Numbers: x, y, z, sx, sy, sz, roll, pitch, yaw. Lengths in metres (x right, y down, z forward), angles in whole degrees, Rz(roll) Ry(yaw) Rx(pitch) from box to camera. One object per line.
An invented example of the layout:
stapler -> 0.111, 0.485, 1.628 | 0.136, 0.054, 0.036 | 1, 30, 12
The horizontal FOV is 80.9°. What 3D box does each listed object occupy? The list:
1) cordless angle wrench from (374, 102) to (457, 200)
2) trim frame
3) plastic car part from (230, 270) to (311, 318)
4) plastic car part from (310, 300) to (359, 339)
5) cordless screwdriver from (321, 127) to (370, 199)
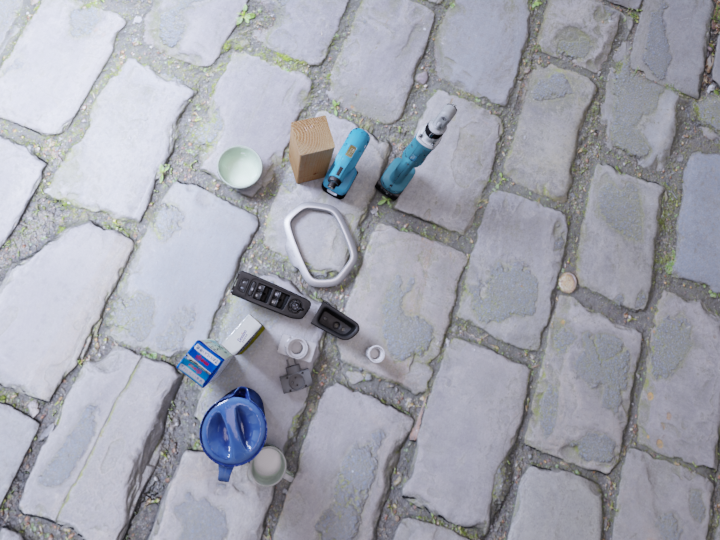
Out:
cordless angle wrench -> 0.131, -0.279, 1.021 | 0.074, 0.424, 0.098 | 36, 77, -4
trim frame -> -0.113, -0.074, 1.157 | 0.182, 0.027, 0.252 | -22, 82, -10
plastic car part -> -0.230, 0.070, 1.096 | 0.202, 0.067, 0.066 | 22, 78, -2
plastic car part -> -0.066, 0.138, 1.097 | 0.116, 0.071, 0.066 | 31, 77, -1
cordless screwdriver -> -0.052, -0.245, 1.085 | 0.074, 0.249, 0.159 | 29, 78, -6
